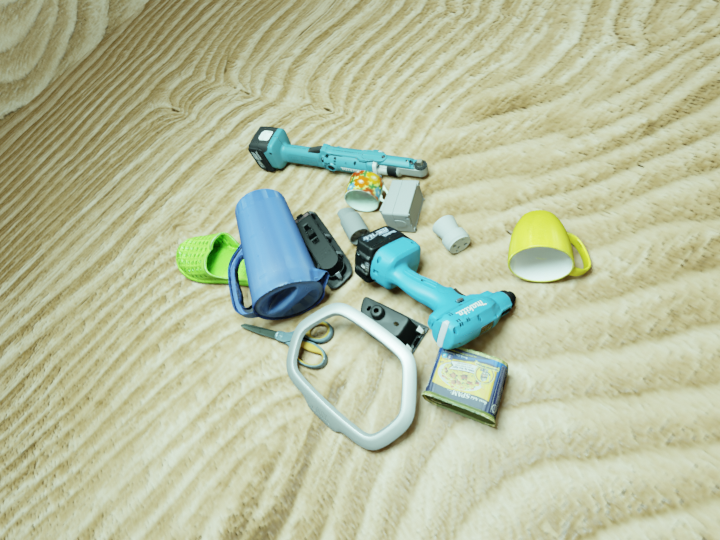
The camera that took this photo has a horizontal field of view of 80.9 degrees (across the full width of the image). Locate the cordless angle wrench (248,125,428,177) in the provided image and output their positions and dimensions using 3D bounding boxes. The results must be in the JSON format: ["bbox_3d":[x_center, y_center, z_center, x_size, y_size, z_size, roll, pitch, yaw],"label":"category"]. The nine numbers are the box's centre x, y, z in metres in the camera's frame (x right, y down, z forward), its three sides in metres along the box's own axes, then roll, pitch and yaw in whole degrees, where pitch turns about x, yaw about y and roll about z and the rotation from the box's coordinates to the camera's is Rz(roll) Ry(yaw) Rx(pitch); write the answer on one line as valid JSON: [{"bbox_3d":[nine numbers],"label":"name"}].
[{"bbox_3d":[-0.057,-0.251,0.941,0.442,0.093,0.075,15,67,27],"label":"cordless angle wrench"}]

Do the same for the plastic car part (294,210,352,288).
[{"bbox_3d":[-0.083,-0.054,0.845,0.066,0.064,0.213,-31,55,-6],"label":"plastic car part"}]

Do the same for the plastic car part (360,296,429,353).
[{"bbox_3d":[0.041,0.083,0.697,0.123,0.067,0.066,28,74,31],"label":"plastic car part"}]

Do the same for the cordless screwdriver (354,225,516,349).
[{"bbox_3d":[0.114,0.014,0.694,0.154,0.072,0.263,-21,43,-30],"label":"cordless screwdriver"}]

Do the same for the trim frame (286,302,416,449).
[{"bbox_3d":[-0.021,0.162,0.675,0.262,0.026,0.184,32,92,32],"label":"trim frame"}]
